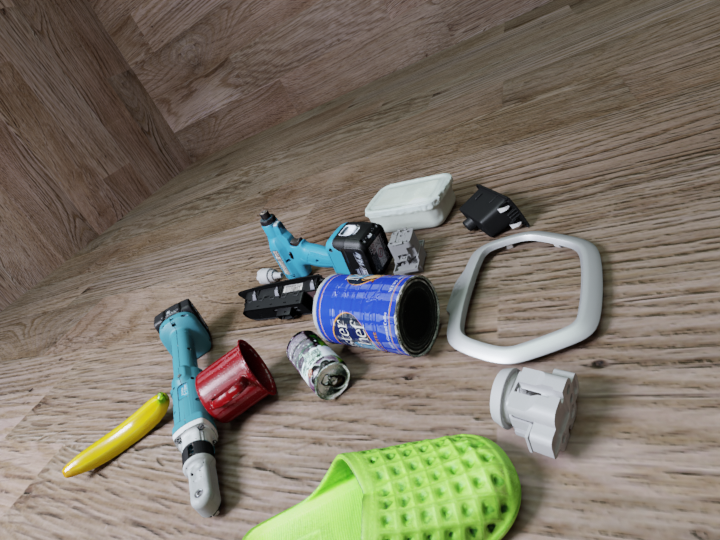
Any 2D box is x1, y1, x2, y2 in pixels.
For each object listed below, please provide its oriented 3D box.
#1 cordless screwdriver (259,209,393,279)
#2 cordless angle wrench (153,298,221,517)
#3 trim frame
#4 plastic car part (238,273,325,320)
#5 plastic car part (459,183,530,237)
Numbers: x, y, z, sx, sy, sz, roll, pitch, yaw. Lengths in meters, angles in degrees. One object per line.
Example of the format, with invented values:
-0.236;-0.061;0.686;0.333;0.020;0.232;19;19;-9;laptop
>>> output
-0.076;-0.050;0.775;0.261;0.153;0.074;0;38;40;cordless screwdriver
-0.262;0.181;0.650;0.074;0.094;0.445;-31;32;-11;cordless angle wrench
0.202;0.024;0.542;0.192;0.026;0.249;-7;38;34;trim frame
-0.142;0.058;0.770;0.211;0.062;0.068;-7;60;33;plastic car part
0.206;-0.092;0.697;0.071;0.063;0.121;-42;24;5;plastic car part
